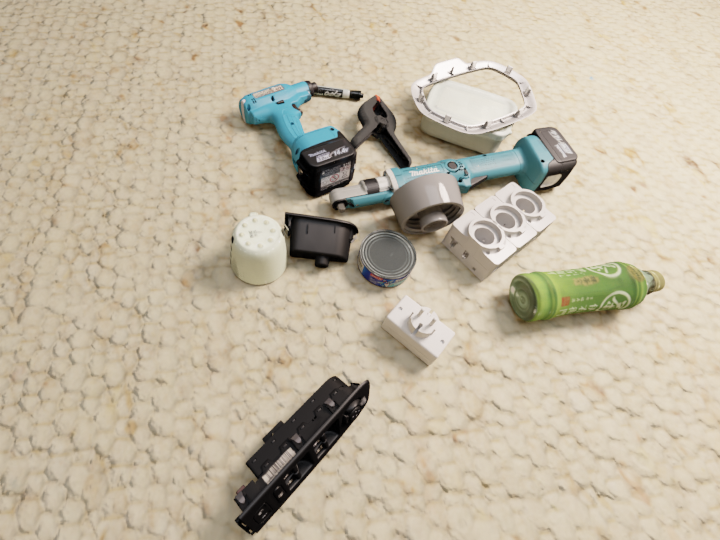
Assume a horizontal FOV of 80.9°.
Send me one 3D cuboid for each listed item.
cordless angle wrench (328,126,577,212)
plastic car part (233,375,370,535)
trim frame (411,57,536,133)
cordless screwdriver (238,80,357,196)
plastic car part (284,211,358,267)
[{"bbox_3d":[0.151,-0.160,0.720,0.417,0.072,0.102,-12,61,-10],"label":"cordless angle wrench"},{"bbox_3d":[-0.067,0.198,0.492,0.200,0.063,0.071,-39,46,-23],"label":"plastic car part"},{"bbox_3d":[0.211,-0.328,0.779,0.244,0.027,0.192,-24,62,-16],"label":"trim frame"},{"bbox_3d":[-0.093,-0.253,0.753,0.156,0.072,0.260,-28,62,-21],"label":"cordless screwdriver"},{"bbox_3d":[-0.062,-0.041,0.638,0.116,0.065,0.072,10,74,-4],"label":"plastic car part"}]
